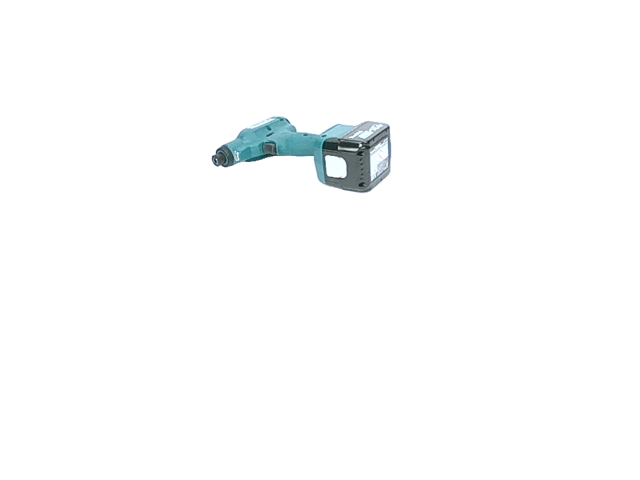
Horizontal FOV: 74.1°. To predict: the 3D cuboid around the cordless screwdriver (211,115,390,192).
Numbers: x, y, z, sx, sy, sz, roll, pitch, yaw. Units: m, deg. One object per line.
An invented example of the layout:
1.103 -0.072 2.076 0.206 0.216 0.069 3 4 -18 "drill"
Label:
-0.031 -0.130 0.629 0.250 0.074 0.158 18 40 34 "cordless screwdriver"
